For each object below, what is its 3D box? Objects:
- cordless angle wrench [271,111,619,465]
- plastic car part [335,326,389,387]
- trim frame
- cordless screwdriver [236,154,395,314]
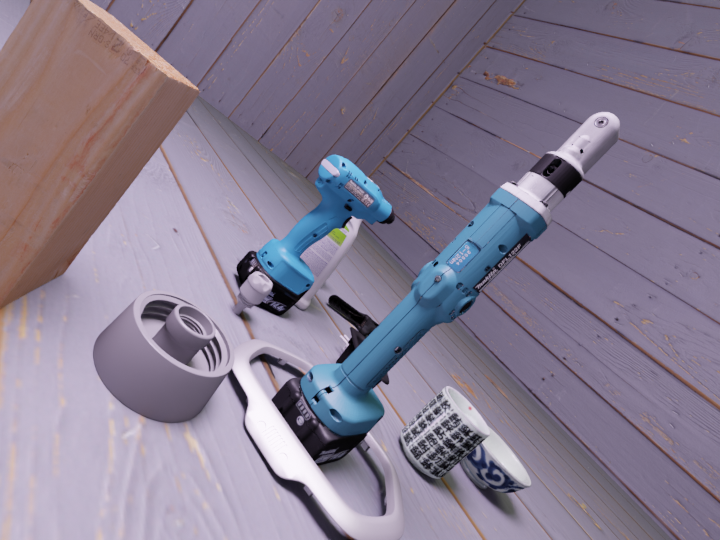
[{"bbox_3d":[0.082,0.019,0.409,0.078,0.424,0.093,49,11,32],"label":"cordless angle wrench"},{"bbox_3d":[-0.006,0.141,0.596,0.065,0.071,0.118,40,9,-9],"label":"plastic car part"},{"bbox_3d":[-0.047,0.165,0.447,0.260,0.027,0.175,46,10,26],"label":"trim frame"},{"bbox_3d":[-0.064,-0.042,0.653,0.150,0.249,0.078,34,13,-42],"label":"cordless screwdriver"}]
